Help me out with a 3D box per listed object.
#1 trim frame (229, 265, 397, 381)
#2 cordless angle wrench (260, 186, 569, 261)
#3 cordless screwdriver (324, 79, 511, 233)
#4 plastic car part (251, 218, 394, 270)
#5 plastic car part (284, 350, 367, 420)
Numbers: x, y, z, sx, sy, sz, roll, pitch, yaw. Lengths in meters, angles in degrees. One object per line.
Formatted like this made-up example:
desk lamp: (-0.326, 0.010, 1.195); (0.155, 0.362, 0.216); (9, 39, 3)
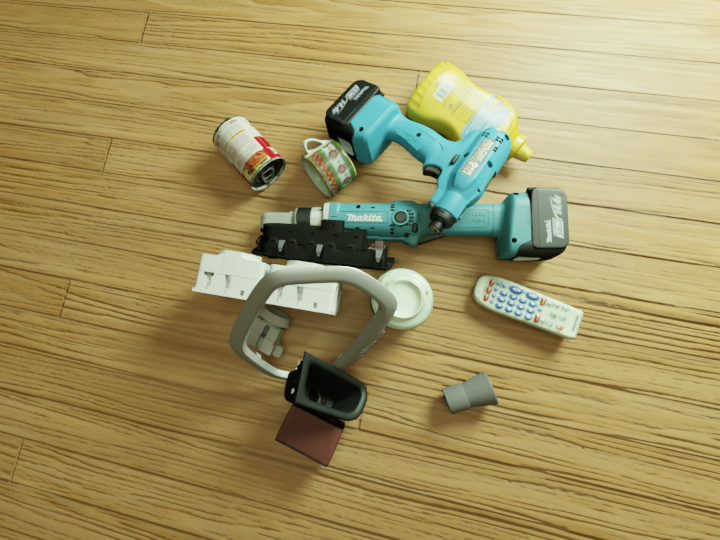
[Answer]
trim frame: (-0.062, 0.075, 0.530); (0.179, 0.248, 0.028); (21, 39, -16)
cordless angle wrench: (0.059, -0.069, 0.614); (0.430, 0.072, 0.099); (2, 81, 9)
cordless screwdriver: (0.058, -0.163, 0.593); (0.260, 0.071, 0.159); (31, 77, 24)
plastic car part: (-0.057, -0.037, 0.584); (0.208, 0.066, 0.066); (2, 108, 14)
plastic car part: (-0.055, 0.164, 0.566); (0.073, 0.111, 0.067); (-23, 44, 41)
